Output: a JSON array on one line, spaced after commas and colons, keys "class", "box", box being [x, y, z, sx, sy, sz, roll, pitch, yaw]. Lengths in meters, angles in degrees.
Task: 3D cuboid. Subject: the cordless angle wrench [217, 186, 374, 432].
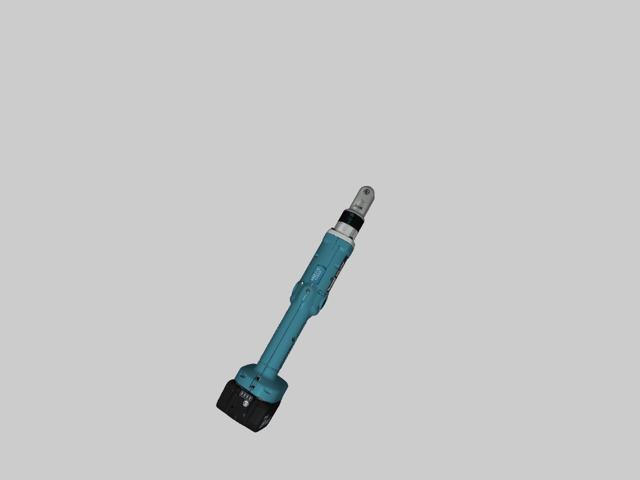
[{"class": "cordless angle wrench", "box": [-0.018, 0.091, 0.686, 0.074, 0.422, 0.098, 27, -11, 14]}]
